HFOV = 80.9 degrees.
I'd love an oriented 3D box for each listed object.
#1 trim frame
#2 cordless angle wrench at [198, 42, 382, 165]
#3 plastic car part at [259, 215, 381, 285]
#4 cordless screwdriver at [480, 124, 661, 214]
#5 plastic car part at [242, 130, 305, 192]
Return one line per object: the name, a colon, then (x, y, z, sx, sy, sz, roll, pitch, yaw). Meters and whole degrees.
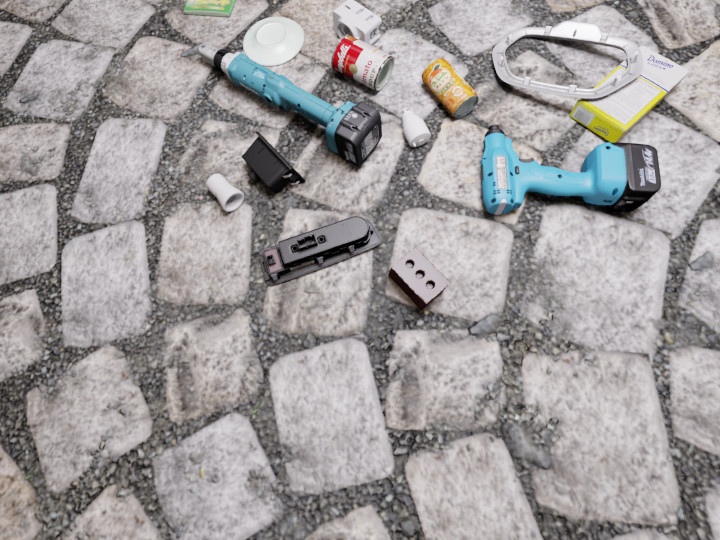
trim frame: (0.367, -0.386, 0.764, 0.260, 0.026, 0.184, 23, 68, 26)
cordless angle wrench: (-0.154, -0.336, 0.791, 0.439, 0.094, 0.074, 34, 79, 19)
plastic car part: (-0.068, -0.044, 0.692, 0.202, 0.065, 0.069, -18, 64, -4)
cordless screwdriver: (0.328, -0.172, 0.692, 0.253, 0.072, 0.162, 1, 71, 9)
plastic car part: (-0.166, -0.184, 0.755, 0.071, 0.063, 0.121, -47, 70, 3)
